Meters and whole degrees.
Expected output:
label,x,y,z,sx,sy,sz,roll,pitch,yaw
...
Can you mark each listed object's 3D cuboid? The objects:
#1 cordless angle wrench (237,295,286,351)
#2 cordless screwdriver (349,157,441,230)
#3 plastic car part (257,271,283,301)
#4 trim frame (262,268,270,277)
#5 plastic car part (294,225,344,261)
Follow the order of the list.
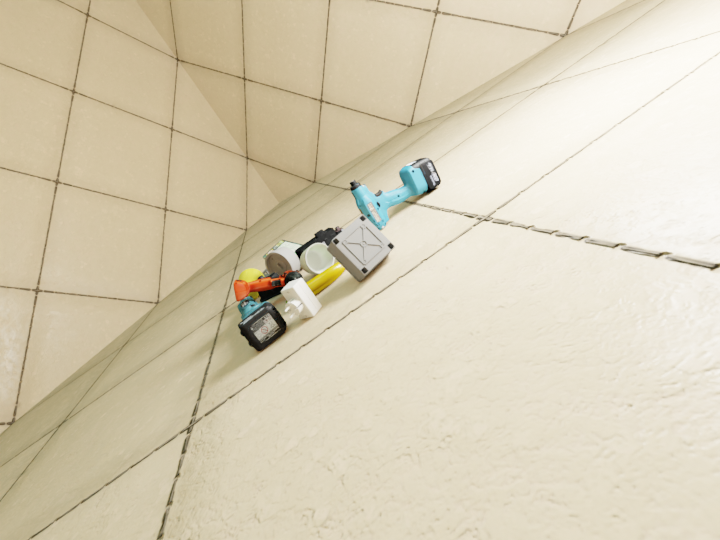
label,x,y,z,sx,sy,sz,roll,pitch,yaw
cordless angle wrench,-0.291,0.114,1.138,0.097,0.072,0.436,-39,16,-14
cordless screwdriver,0.095,-0.243,1.211,0.247,0.156,0.076,-36,14,-9
plastic car part,-0.282,0.045,1.290,0.119,0.069,0.066,-23,18,26
trim frame,-0.277,-0.018,1.511,0.182,0.027,0.259,-43,21,-27
plastic car part,-0.133,-0.087,1.364,0.201,0.064,0.070,-40,27,-17
